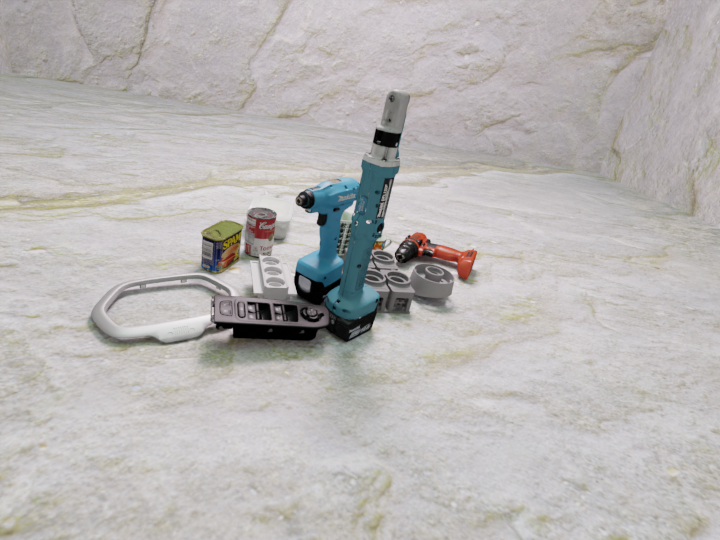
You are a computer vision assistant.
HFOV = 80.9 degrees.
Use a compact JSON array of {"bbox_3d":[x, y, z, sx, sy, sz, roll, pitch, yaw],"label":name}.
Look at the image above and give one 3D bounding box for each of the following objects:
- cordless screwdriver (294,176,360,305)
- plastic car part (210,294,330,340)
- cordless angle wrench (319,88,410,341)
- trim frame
[{"bbox_3d":[-0.079,-0.052,0.807,0.078,0.244,0.154,27,29,28],"label":"cordless screwdriver"},{"bbox_3d":[-0.148,0.087,0.708,0.198,0.066,0.069,2,27,-16],"label":"plastic car part"},{"bbox_3d":[0.013,-0.079,0.702,0.078,0.416,0.094,31,30,33],"label":"cordless angle wrench"},{"bbox_3d":[-0.333,0.059,0.743,0.239,0.027,0.195,-7,31,-31],"label":"trim frame"}]
